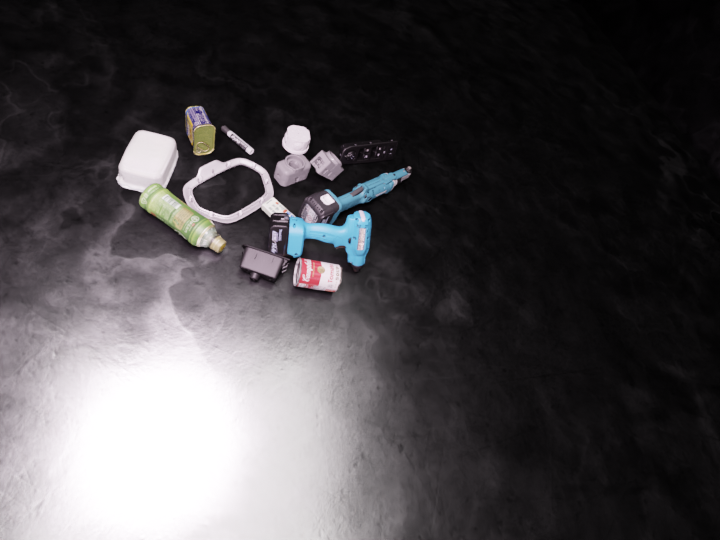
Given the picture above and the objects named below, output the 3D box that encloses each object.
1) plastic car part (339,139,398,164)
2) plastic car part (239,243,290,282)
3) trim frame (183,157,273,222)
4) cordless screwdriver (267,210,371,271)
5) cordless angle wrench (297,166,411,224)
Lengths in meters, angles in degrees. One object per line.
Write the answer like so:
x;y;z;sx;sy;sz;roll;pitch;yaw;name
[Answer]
0.016;-0.375;1.313;0.197;0.065;0.070;-18;57;-28;plastic car part
-0.230;-0.008;0.985;0.116;0.066;0.072;17;68;-5;plastic car part
-0.340;-0.216;1.106;0.189;0.027;0.244;42;56;12;trim frame
-0.101;-0.066;1.032;0.247;0.155;0.077;0;31;-5;cordless screwdriver
0.009;-0.220;1.195;0.412;0.098;0.076;-31;74;-37;cordless angle wrench
